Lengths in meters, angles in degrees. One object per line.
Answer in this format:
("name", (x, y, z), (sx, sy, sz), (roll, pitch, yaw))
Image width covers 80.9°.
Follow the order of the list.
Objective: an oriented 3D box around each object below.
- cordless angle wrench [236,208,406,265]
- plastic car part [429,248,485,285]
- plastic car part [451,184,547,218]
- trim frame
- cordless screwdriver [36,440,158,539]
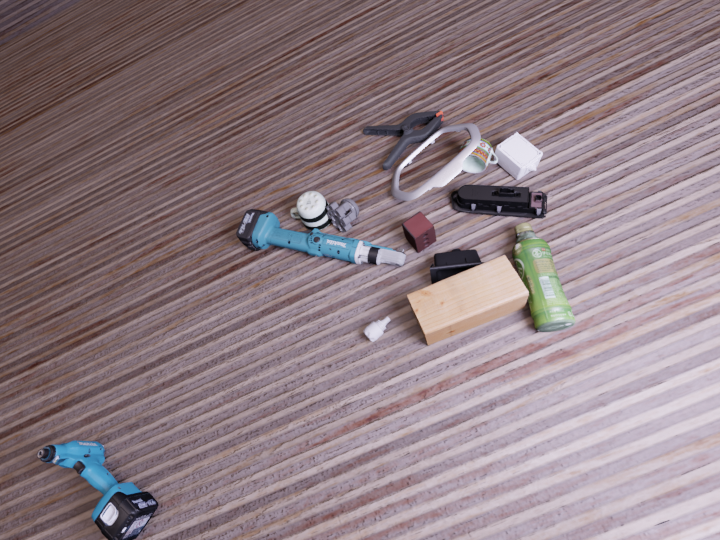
("cordless angle wrench", (-0.101, -0.066, 1.030), (0.439, 0.071, 0.099), (13, 69, 21))
("plastic car part", (0.205, -0.015, 0.910), (0.118, 0.063, 0.073), (-11, 48, 9))
("plastic car part", (0.306, -0.160, 0.947), (0.211, 0.064, 0.067), (6, 73, 23))
("trim frame", (0.173, -0.261, 1.014), (0.250, 0.026, 0.193), (-39, 36, 11))
("cordless screwdriver", (-0.545, 0.441, 0.869), (0.260, 0.152, 0.074), (28, 75, 25))
